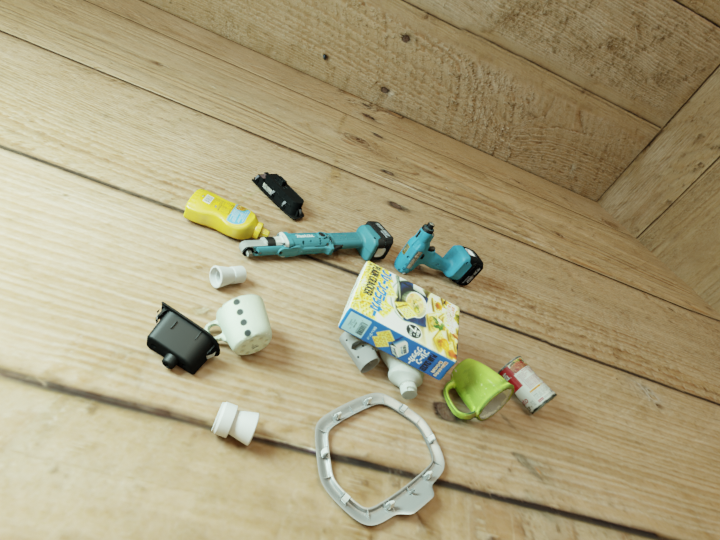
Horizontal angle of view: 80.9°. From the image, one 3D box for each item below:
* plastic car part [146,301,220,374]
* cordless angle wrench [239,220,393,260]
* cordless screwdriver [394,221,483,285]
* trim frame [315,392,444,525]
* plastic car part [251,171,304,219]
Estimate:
[{"bbox_3d":[-0.284,0.116,0.658,0.118,0.066,0.070,34,47,4],"label":"plastic car part"},{"bbox_3d":[-0.102,-0.066,1.039,0.404,0.074,0.103,-6,45,-38],"label":"cordless angle wrench"},{"bbox_3d":[0.229,-0.046,1.161,0.238,0.159,0.078,12,36,-27],"label":"cordless screwdriver"},{"bbox_3d":[0.035,0.285,0.669,0.237,0.027,0.193,-7,46,-45],"label":"trim frame"},{"bbox_3d":[-0.219,-0.218,1.181,0.063,0.067,0.212,-3,45,-51],"label":"plastic car part"}]
